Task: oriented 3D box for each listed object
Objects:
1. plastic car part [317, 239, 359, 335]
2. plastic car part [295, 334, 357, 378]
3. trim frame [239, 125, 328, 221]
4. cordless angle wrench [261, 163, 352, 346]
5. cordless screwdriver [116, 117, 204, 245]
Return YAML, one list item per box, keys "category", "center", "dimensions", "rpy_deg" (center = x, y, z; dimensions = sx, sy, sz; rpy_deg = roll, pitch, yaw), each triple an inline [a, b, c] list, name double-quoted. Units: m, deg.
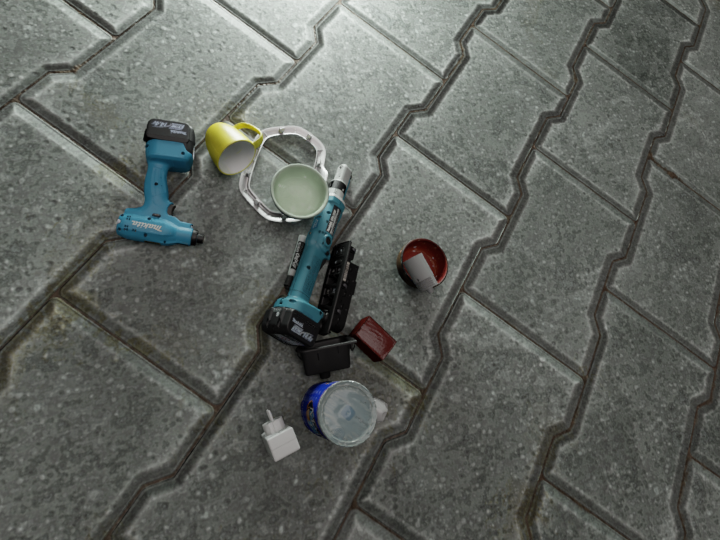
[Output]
- category: "plastic car part"
  center: [-0.046, 0.042, 0.874]
  dimensions: [0.063, 0.069, 0.205]
  rpy_deg: [34, 62, -35]
- category: "plastic car part"
  center: [-0.067, 0.173, 0.826]
  dimensions: [0.114, 0.067, 0.071]
  rpy_deg: [-12, 92, -16]
- category: "trim frame"
  center: [-0.166, -0.222, 0.945]
  dimensions: [0.181, 0.028, 0.252]
  rpy_deg: [18, 67, -10]
- category: "cordless angle wrench"
  center: [-0.086, -0.056, 0.882]
  dimensions: [0.092, 0.078, 0.428]
  rpy_deg: [41, 54, -40]
- category: "cordless screwdriver"
  center: [-0.375, -0.171, 0.846]
  dimensions: [0.156, 0.075, 0.252]
  rpy_deg: [9, 74, -13]
